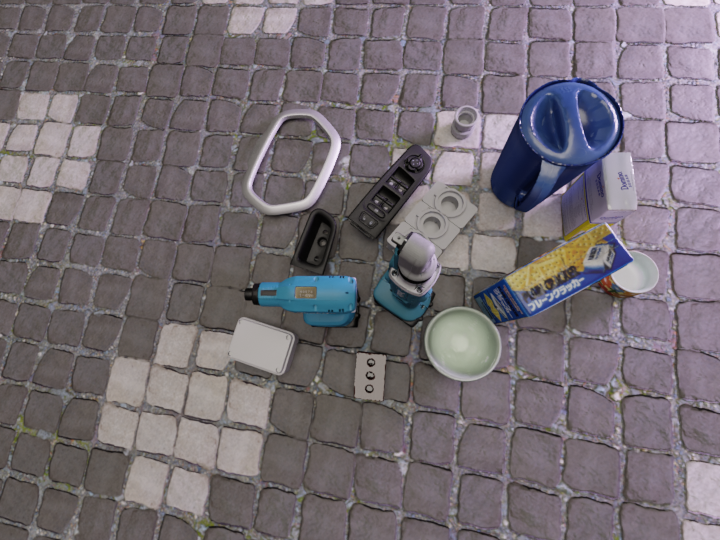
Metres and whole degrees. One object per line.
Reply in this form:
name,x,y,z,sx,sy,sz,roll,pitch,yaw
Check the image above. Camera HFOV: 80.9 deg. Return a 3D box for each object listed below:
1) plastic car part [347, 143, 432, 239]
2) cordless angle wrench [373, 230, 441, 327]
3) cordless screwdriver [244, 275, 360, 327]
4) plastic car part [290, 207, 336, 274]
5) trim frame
plastic car part,0.063,-0.147,0.804,0.068,0.065,0.203,37,85,12
cordless angle wrench,0.067,0.017,0.585,0.100,0.413,0.074,34,84,9
cordless screwdriver,-0.079,0.051,0.688,0.161,0.243,0.075,0,80,5
plastic car part,-0.078,-0.051,0.802,0.067,0.069,0.117,17,80,9
trim frame,-0.146,-0.227,0.875,0.189,0.027,0.249,20,81,13
